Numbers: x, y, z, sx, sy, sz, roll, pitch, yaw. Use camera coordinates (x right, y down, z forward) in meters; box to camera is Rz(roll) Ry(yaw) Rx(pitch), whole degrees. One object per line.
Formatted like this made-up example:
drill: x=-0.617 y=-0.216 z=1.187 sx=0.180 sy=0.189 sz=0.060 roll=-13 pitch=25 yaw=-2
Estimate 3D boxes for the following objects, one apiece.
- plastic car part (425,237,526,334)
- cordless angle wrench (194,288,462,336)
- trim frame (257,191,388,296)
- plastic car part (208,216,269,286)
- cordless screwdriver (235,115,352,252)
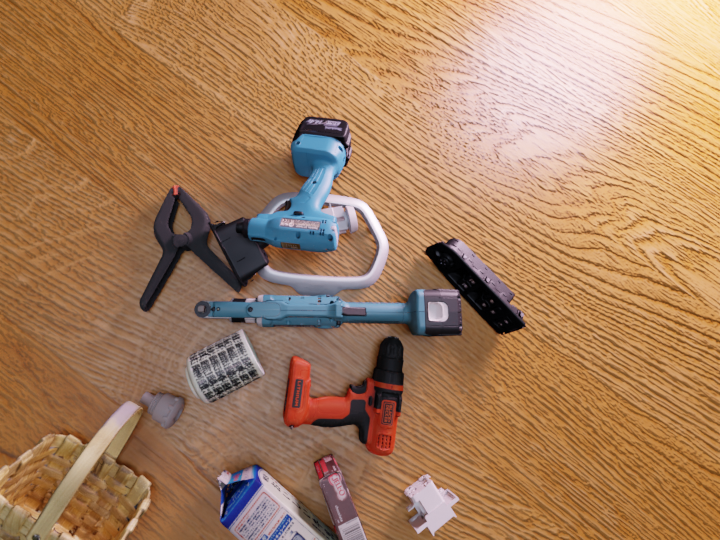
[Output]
plastic car part: x=0.205 y=0.016 z=0.741 sx=0.204 sy=0.066 sz=0.066 roll=44 pitch=66 yaw=4
cordless angle wrench: x=-0.055 y=0.068 z=0.692 sx=0.421 sy=0.097 sz=0.075 roll=1 pitch=79 yaw=-2
trim frame: x=-0.073 y=-0.047 z=0.743 sx=0.245 sy=0.027 sz=0.186 roll=4 pitch=76 yaw=-8
plastic car part: x=-0.188 y=-0.040 z=0.696 sx=0.071 sy=0.065 sz=0.118 roll=-33 pitch=82 yaw=2
cordless screwdriver: x=-0.101 y=-0.144 z=0.699 sx=0.162 sy=0.072 sz=0.253 roll=5 pitch=59 yaw=9
